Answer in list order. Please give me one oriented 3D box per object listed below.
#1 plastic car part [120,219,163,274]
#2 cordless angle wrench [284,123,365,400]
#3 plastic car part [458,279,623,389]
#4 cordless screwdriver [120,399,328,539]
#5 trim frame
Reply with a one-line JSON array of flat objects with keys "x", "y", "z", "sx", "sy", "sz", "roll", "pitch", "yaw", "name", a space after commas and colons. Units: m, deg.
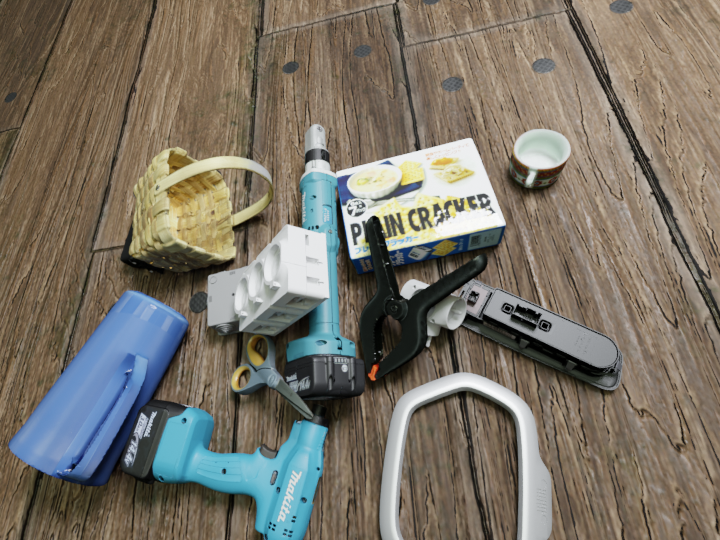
[{"x": -0.386, "y": -0.051, "z": 0.747, "sx": 0.073, "sy": 0.062, "sz": 0.120, "roll": -17, "pitch": 58, "yaw": 20, "name": "plastic car part"}, {"x": -0.060, "y": -0.039, "z": 0.612, "sx": 0.100, "sy": 0.071, "sz": 0.433, "roll": -35, "pitch": 52, "yaw": 50, "name": "cordless angle wrench"}, {"x": 0.221, "y": 0.070, "z": 0.526, "sx": 0.211, "sy": 0.064, "sz": 0.066, "roll": 27, "pitch": 67, "yaw": 22, "name": "plastic car part"}, {"x": -0.168, "y": 0.225, "z": 0.546, "sx": 0.256, "sy": 0.071, "sz": 0.161, "roll": 12, "pitch": 68, "yaw": 15, "name": "cordless screwdriver"}, {"x": 0.119, "y": 0.244, "z": 0.485, "sx": 0.190, "sy": 0.026, "sz": 0.252, "roll": 3, "pitch": 64, "yaw": 17, "name": "trim frame"}]
